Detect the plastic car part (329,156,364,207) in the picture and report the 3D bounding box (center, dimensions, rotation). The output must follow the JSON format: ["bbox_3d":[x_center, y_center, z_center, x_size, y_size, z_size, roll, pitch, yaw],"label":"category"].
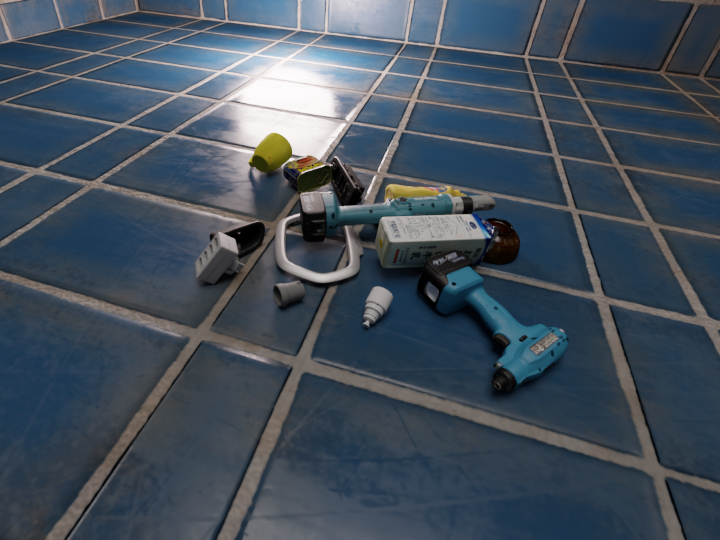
[{"bbox_3d":[-0.034,-0.226,1.068,0.065,0.065,0.213,-2,38,-24],"label":"plastic car part"}]

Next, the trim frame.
[{"bbox_3d":[-0.087,-0.057,0.886,0.182,0.027,0.258,-3,38,-7],"label":"trim frame"}]

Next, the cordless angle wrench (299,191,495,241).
[{"bbox_3d":[0.085,-0.128,0.898,0.419,0.072,0.102,-5,40,-7],"label":"cordless angle wrench"}]

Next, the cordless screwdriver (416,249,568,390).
[{"bbox_3d":[0.196,0.079,0.708,0.155,0.072,0.262,-24,50,-30],"label":"cordless screwdriver"}]

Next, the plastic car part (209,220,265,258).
[{"bbox_3d":[-0.260,-0.067,0.866,0.075,0.064,0.113,18,36,37],"label":"plastic car part"}]
